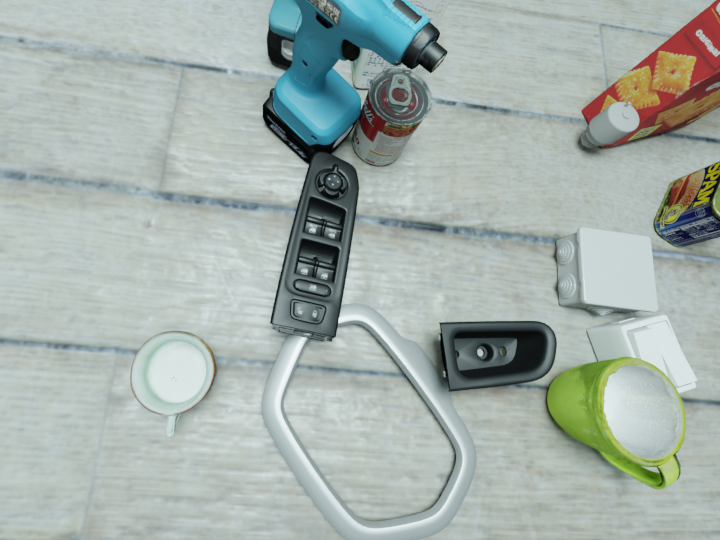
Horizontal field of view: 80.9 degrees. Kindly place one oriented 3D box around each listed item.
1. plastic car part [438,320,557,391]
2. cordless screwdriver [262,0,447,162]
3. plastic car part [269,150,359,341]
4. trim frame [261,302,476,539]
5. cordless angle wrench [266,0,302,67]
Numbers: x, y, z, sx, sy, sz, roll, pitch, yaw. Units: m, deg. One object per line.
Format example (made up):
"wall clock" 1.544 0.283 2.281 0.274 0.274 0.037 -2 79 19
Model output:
"plastic car part" 0.133 0.086 0.445 0.115 0.071 0.067 -2 78 -9
"cordless screwdriver" -0.022 -0.183 0.405 0.160 0.249 0.074 43 74 1
"plastic car part" -0.045 -0.029 0.456 0.066 0.067 0.205 12 75 -7
"trim frame" 0.011 0.153 0.435 0.182 0.027 0.252 -36 82 -14
"cordless angle wrench" -0.034 -0.338 0.354 0.073 0.423 0.099 17 76 -8
